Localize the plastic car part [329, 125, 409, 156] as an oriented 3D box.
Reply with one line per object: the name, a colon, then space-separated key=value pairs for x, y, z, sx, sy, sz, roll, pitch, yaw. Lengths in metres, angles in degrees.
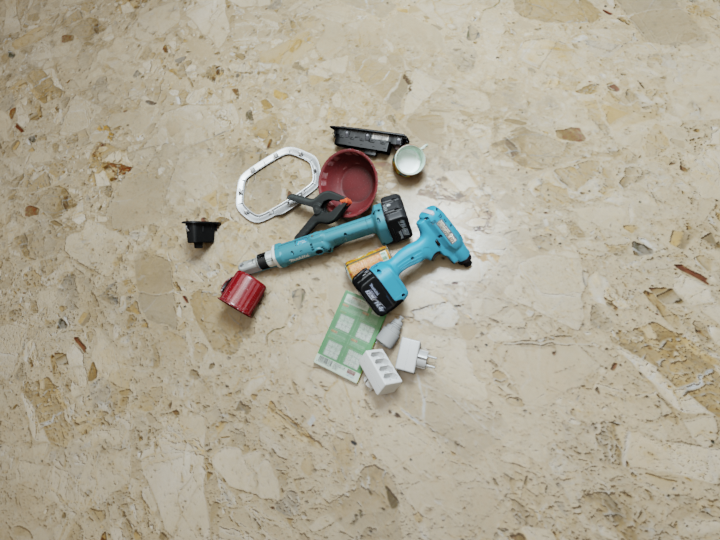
plastic car part: x=0.016 y=-0.328 z=1.072 sx=0.210 sy=0.064 sz=0.066 roll=18 pitch=103 yaw=18

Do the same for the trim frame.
trim frame: x=-0.221 y=-0.229 z=1.113 sx=0.249 sy=0.026 sz=0.191 roll=-31 pitch=68 yaw=1

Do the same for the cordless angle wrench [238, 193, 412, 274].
cordless angle wrench: x=-0.097 y=-0.063 z=0.991 sx=0.429 sy=0.093 sz=0.077 roll=-17 pitch=52 yaw=12

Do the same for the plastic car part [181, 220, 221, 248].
plastic car part: x=-0.410 y=-0.092 z=1.077 sx=0.067 sy=0.115 sz=0.070 roll=-2 pitch=97 yaw=10

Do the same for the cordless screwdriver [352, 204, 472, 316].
cordless screwdriver: x=0.115 y=-0.002 z=0.904 sx=0.248 sy=0.076 sz=0.155 roll=-42 pitch=106 yaw=-1
